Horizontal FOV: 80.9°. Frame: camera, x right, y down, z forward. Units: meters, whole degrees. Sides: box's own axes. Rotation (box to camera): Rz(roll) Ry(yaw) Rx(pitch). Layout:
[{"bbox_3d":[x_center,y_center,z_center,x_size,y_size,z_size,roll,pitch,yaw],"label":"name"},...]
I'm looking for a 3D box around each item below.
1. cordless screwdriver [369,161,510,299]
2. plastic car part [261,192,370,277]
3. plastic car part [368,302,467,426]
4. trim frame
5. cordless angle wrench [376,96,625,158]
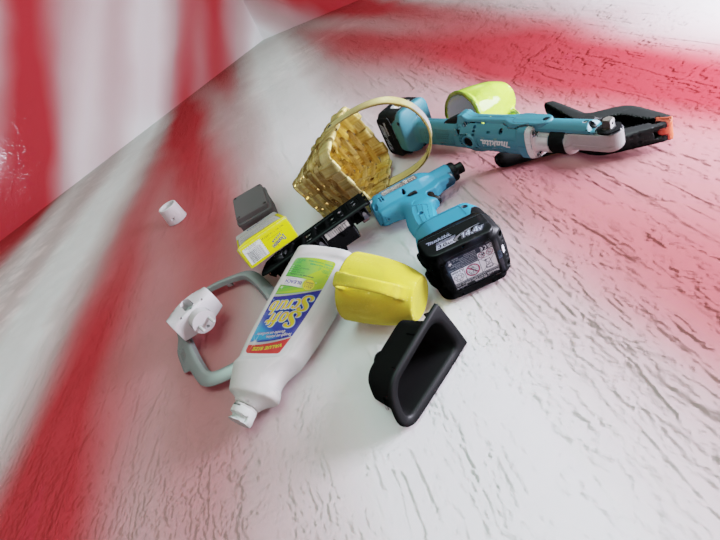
[{"bbox_3d":[0.118,-0.077,0.587,0.159,0.071,0.260,-29,33,2],"label":"cordless screwdriver"},{"bbox_3d":[-0.066,-0.043,0.674,0.204,0.064,0.069,-31,30,6],"label":"plastic car part"},{"bbox_3d":[0.047,0.097,0.451,0.116,0.063,0.074,-50,25,-20],"label":"plastic car part"},{"bbox_3d":[-0.213,0.082,0.668,0.183,0.026,0.263,-40,39,-13],"label":"trim frame"},{"bbox_3d":[0.184,-0.218,0.661,0.074,0.093,0.446,-40,35,-14],"label":"cordless angle wrench"}]
